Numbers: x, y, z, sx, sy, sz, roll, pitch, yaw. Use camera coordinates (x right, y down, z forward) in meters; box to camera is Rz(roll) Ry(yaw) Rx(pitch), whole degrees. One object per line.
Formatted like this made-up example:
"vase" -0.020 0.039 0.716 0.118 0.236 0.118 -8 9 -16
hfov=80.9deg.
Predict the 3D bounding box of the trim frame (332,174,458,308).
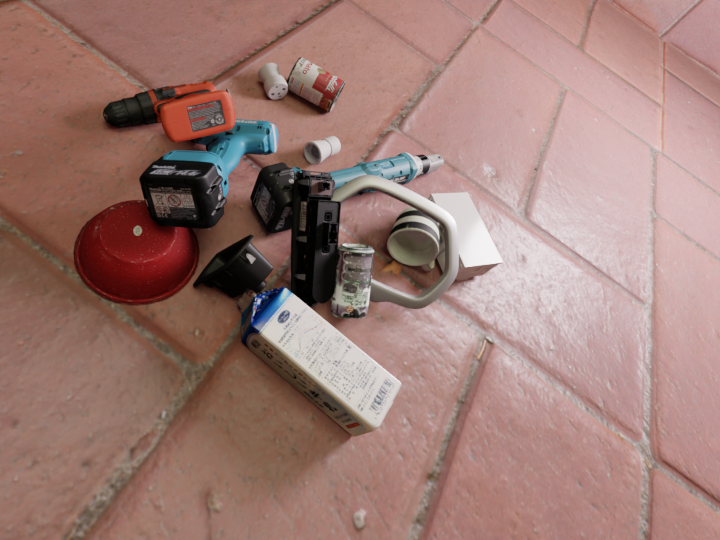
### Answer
"trim frame" 0.040 -0.040 0.660 0.245 0.028 0.184 25 94 -8

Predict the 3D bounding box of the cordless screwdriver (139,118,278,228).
"cordless screwdriver" -0.232 -0.160 0.617 0.162 0.072 0.252 6 39 9

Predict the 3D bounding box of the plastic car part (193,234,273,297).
"plastic car part" -0.163 0.004 0.574 0.068 0.121 0.066 46 50 -25

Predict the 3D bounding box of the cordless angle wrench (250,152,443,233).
"cordless angle wrench" 0.010 -0.165 0.756 0.409 0.098 0.077 -22 70 -35

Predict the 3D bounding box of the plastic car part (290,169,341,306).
"plastic car part" -0.059 -0.039 0.608 0.063 0.071 0.201 -4 105 -46
